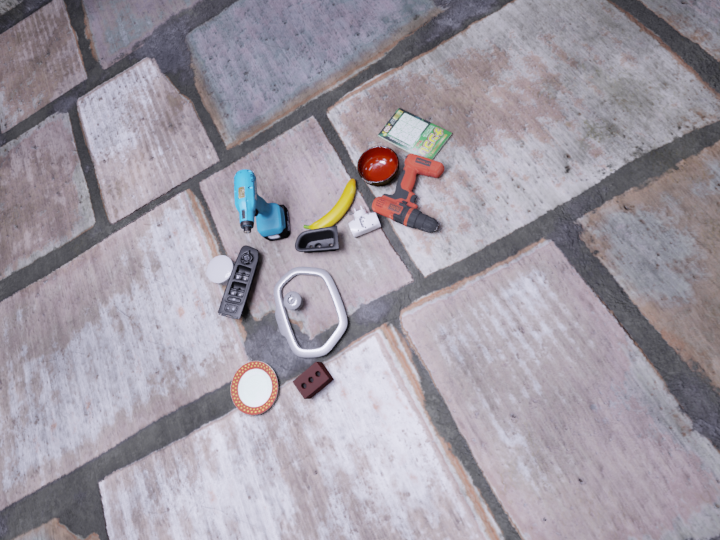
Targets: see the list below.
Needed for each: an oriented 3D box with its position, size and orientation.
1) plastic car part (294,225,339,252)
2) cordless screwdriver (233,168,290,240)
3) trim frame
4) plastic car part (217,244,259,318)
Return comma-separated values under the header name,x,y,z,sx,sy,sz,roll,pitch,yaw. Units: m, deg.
name,x,y,z,sx,sy,sz,roll,pitch,yaw
plastic car part,-0.110,-0.072,1.128,0.119,0.068,0.067,-7,71,12
cordless screwdriver,-0.255,-0.137,1.098,0.075,0.239,0.163,-11,71,8
trim frame,-0.137,0.102,1.099,0.185,0.026,0.257,-26,67,6
plastic car part,-0.319,0.032,1.153,0.068,0.064,0.205,7,74,16
